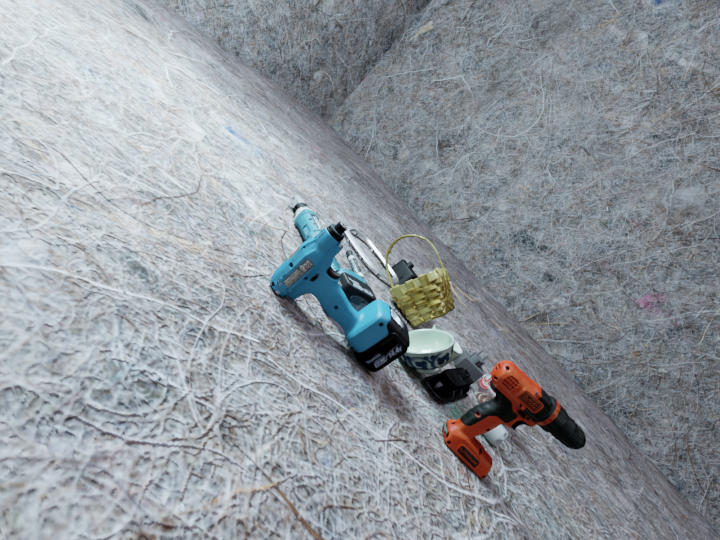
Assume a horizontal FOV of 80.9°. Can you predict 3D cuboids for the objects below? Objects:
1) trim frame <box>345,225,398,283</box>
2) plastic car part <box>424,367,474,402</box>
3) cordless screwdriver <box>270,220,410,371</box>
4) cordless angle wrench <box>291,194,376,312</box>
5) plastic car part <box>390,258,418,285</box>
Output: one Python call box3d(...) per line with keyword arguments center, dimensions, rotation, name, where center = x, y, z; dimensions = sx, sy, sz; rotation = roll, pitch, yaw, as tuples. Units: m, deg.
box3d(center=(0.030, -0.049, 1.284), dimensions=(0.174, 0.028, 0.261), rotation=(21, 26, -51), name="trim frame")
box3d(center=(0.202, 0.243, 0.914), dimensions=(0.192, 0.068, 0.069), rotation=(13, 43, -56), name="plastic car part")
box3d(center=(-0.013, 0.044, 0.715), dimensions=(0.244, 0.160, 0.075), rotation=(43, 17, -11), name="cordless screwdriver")
box3d(center=(-0.093, -0.061, 0.950), dimensions=(0.092, 0.075, 0.445), rotation=(31, 19, -39), name="cordless angle wrench")
box3d(center=(0.141, 0.007, 1.327), dimensions=(0.062, 0.071, 0.122), rotation=(29, 25, -45), name="plastic car part")
